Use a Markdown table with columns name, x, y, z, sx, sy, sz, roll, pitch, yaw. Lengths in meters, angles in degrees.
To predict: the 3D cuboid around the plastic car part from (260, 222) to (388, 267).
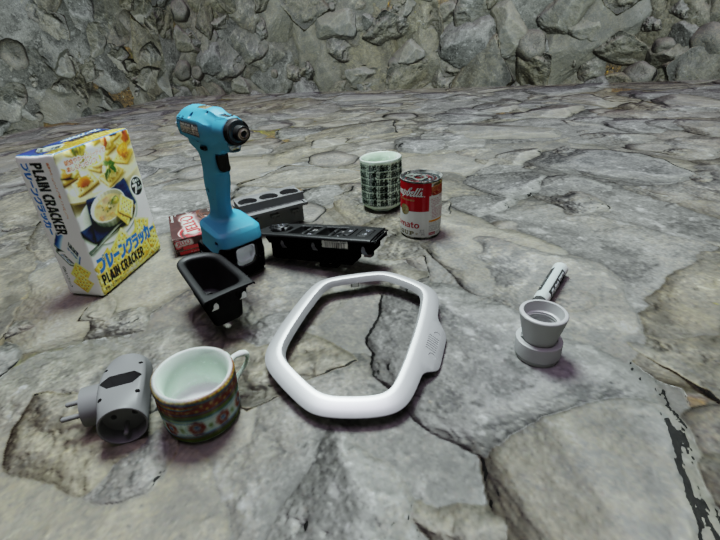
| name | x | y | z | sx | sy | sz | roll | pitch | yaw |
| --- | --- | --- | --- | --- | --- | --- | --- | --- | --- |
| plastic car part | -0.063 | -0.041 | 0.647 | 0.211 | 0.065 | 0.065 | 10 | 31 | 24 |

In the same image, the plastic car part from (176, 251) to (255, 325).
| name | x | y | z | sx | sy | sz | roll | pitch | yaw |
| --- | --- | --- | --- | --- | --- | --- | --- | --- | --- |
| plastic car part | -0.187 | 0.028 | 0.542 | 0.064 | 0.069 | 0.123 | -23 | 34 | -31 |

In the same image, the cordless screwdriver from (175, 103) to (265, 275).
| name | x | y | z | sx | sy | sz | roll | pitch | yaw |
| --- | --- | --- | --- | --- | --- | --- | --- | --- | --- |
| cordless screwdriver | -0.186 | -0.102 | 0.595 | 0.072 | 0.241 | 0.169 | -23 | 34 | -34 |

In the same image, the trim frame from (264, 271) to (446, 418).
| name | x | y | z | sx | sy | sz | roll | pitch | yaw |
| --- | --- | --- | --- | --- | --- | --- | --- | --- | --- |
| trim frame | 0.000 | 0.069 | 0.482 | 0.190 | 0.027 | 0.248 | 6 | 31 | 19 |
